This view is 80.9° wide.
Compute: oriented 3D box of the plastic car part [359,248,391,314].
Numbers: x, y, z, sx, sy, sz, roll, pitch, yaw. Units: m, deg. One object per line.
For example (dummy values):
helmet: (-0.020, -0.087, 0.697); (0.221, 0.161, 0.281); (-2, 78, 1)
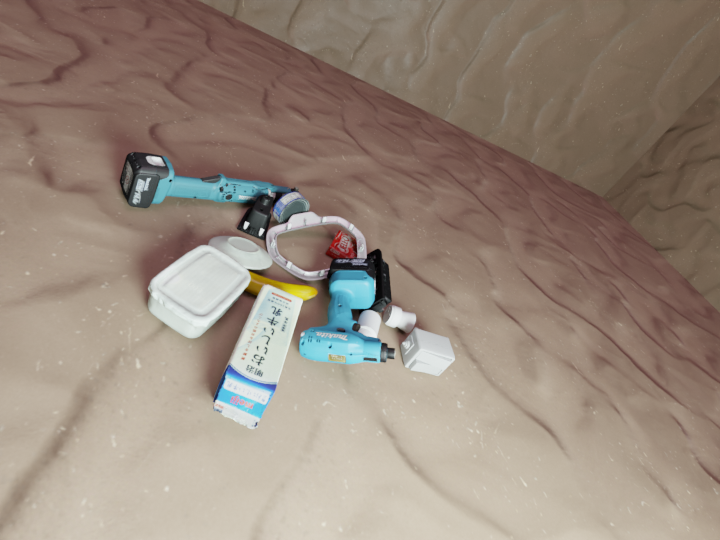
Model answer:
plastic car part: (0.039, 0.025, 0.949); (0.064, 0.067, 0.209); (31, 31, -24)

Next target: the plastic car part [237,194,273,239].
plastic car part: (-0.226, -0.135, 0.959); (0.064, 0.071, 0.119); (23, 37, -14)

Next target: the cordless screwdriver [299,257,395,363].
cordless screwdriver: (-0.007, 0.074, 0.790); (0.162, 0.072, 0.252); (2, 35, 10)

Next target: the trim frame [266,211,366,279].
trim frame: (-0.094, -0.061, 0.958); (0.240, 0.027, 0.193); (-15, 55, -29)

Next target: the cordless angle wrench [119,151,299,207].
cordless angle wrench: (-0.309, -0.185, 0.959); (0.403, 0.098, 0.078); (-3, 46, -45)
